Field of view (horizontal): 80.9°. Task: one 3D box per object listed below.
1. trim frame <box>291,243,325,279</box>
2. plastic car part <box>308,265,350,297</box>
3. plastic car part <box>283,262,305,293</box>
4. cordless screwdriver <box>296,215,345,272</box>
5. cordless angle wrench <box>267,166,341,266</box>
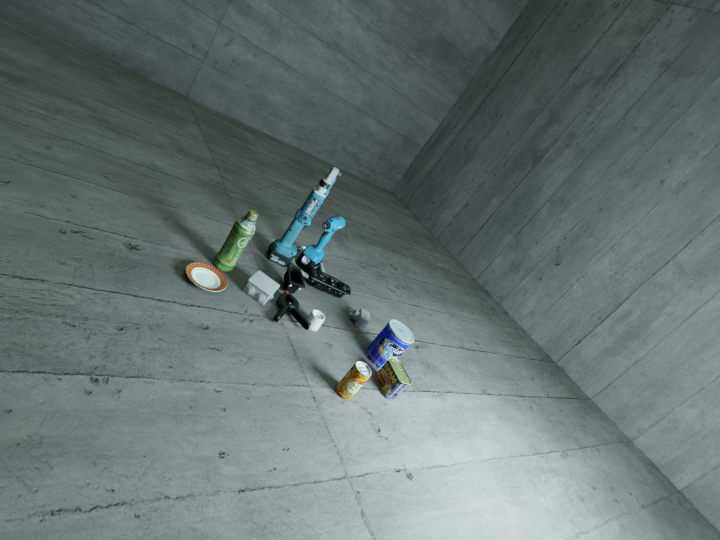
[{"bbox_3d":[-0.214,-0.029,1.714,0.176,0.027,0.260,23,24,-27],"label":"trim frame"},{"bbox_3d":[-0.122,0.057,1.613,0.194,0.067,0.069,23,25,-28],"label":"plastic car part"},{"bbox_3d":[-0.242,0.036,1.478,0.063,0.071,0.122,24,24,-28],"label":"plastic car part"},{"bbox_3d":[-0.161,-0.105,1.649,0.076,0.249,0.156,40,22,8],"label":"cordless screwdriver"},{"bbox_3d":[-0.204,-0.201,1.549,0.094,0.423,0.077,28,23,-21],"label":"cordless angle wrench"}]
